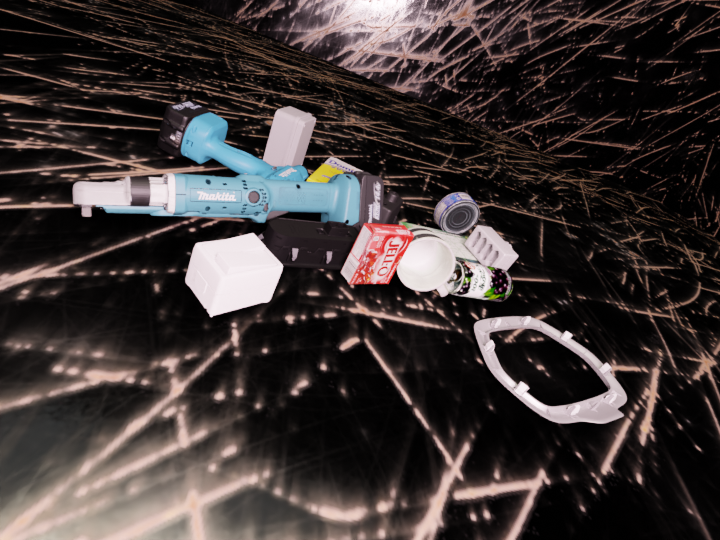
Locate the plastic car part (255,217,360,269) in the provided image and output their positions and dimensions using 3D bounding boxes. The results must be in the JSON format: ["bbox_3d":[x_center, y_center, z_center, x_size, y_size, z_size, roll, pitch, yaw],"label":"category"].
[{"bbox_3d":[-0.058,-0.038,0.590,0.194,0.067,0.069,-1,49,-32],"label":"plastic car part"}]

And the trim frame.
[{"bbox_3d":[0.263,0.128,0.581,0.237,0.027,0.194,3,37,-35],"label":"trim frame"}]

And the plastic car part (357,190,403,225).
[{"bbox_3d":[0.043,-0.108,0.760,0.067,0.070,0.115,32,33,10],"label":"plastic car part"}]

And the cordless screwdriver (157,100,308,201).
[{"bbox_3d":[-0.211,-0.204,0.736,0.251,0.074,0.159,30,29,3],"label":"cordless screwdriver"}]

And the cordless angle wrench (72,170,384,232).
[{"bbox_3d":[-0.157,-0.101,0.589,0.405,0.097,0.078,-3,10,-32],"label":"cordless angle wrench"}]
